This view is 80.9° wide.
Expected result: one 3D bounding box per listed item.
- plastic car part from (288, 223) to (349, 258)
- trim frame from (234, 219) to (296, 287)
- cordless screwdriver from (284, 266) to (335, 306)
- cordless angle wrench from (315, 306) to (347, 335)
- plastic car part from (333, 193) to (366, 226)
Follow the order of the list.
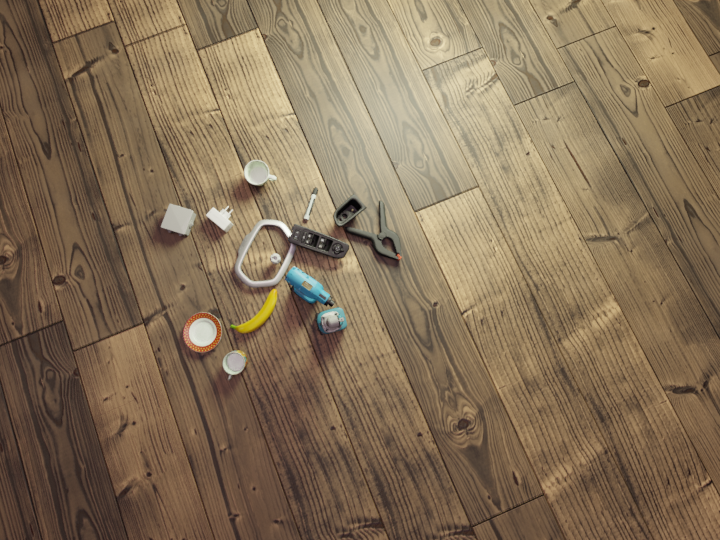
[{"bbox_3d":[-0.140,-0.091,1.429,0.204,0.066,0.066,19,82,3],"label":"plastic car part"},{"bbox_3d":[-0.327,-0.058,1.446,0.186,0.027,0.249,24,81,5],"label":"trim frame"},{"bbox_3d":[-0.150,0.063,1.312,0.161,0.247,0.074,36,82,2],"label":"cordless screwdriver"},{"bbox_3d":[-0.083,0.146,1.209,0.097,0.420,0.075,-15,85,-6],"label":"cordless angle wrench"},{"bbox_3d":[-0.047,-0.194,1.444,0.116,0.070,0.067,-41,85,-6],"label":"plastic car part"}]
